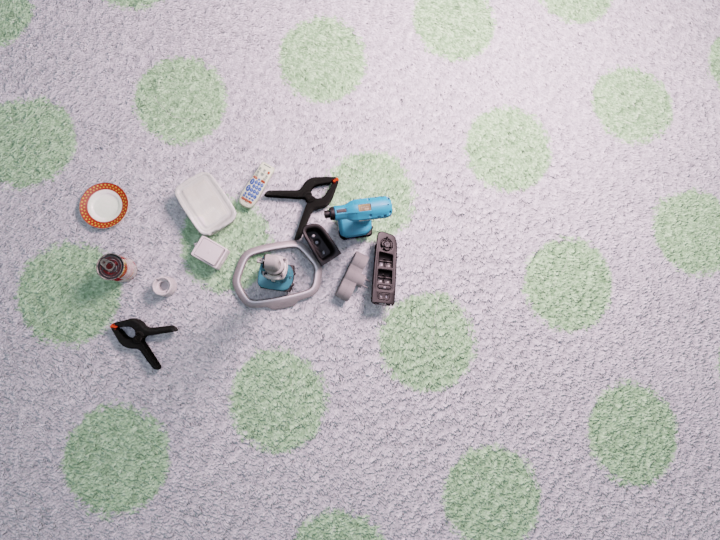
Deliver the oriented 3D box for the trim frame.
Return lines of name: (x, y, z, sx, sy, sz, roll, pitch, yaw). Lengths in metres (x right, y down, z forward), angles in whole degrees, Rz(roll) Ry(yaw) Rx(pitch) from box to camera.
trim frame: (-0.229, 0.014, 1.166, 0.246, 0.027, 0.186, -12, 83, -6)

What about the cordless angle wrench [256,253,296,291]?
cordless angle wrench: (-0.196, 0.002, 0.971, 0.097, 0.425, 0.075, 9, 84, -9)

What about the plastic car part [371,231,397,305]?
plastic car part: (0.064, -0.005, 1.171, 0.066, 0.067, 0.204, 6, 81, -6)

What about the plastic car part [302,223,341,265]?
plastic car part: (-0.114, -0.075, 1.166, 0.065, 0.071, 0.117, -32, 87, -10)

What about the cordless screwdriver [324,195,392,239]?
cordless screwdriver: (-0.024, -0.133, 1.092, 0.157, 0.250, 0.075, -8, 86, -9)
